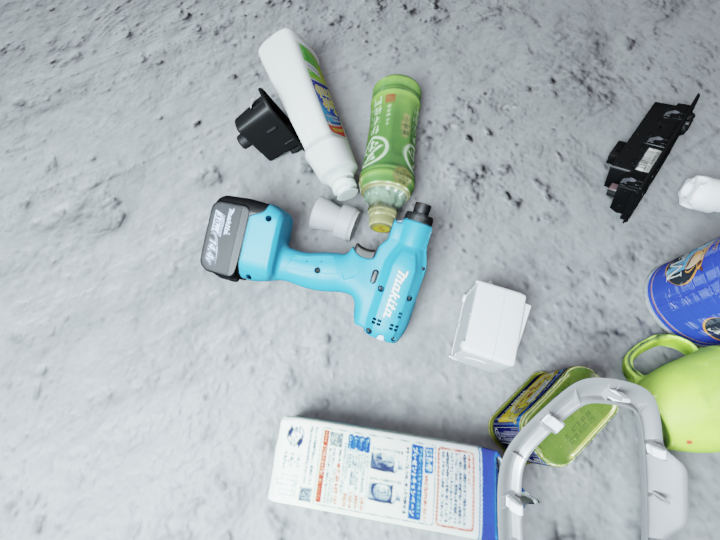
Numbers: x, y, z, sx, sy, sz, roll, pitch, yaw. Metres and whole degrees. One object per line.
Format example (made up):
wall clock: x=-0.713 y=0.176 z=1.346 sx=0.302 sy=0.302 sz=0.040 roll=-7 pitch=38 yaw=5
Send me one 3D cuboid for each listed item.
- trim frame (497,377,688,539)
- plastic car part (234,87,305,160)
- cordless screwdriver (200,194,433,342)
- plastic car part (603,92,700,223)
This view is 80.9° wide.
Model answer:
trim frame: x=0.200 y=0.212 z=0.361 sx=0.180 sy=0.028 sz=0.247 roll=-7 pitch=94 yaw=-14
plastic car part: x=-0.130 y=-0.189 z=0.572 sx=0.071 sy=0.111 sz=0.068 roll=-34 pitch=71 yaw=12
cordless screwdriver: x=-0.048 y=-0.031 z=0.490 sx=0.253 sy=0.073 sz=0.159 roll=18 pitch=92 yaw=8
plastic car part: x=0.376 y=-0.157 z=0.556 sx=0.202 sy=0.063 sz=0.071 roll=-46 pitch=49 yaw=-14
